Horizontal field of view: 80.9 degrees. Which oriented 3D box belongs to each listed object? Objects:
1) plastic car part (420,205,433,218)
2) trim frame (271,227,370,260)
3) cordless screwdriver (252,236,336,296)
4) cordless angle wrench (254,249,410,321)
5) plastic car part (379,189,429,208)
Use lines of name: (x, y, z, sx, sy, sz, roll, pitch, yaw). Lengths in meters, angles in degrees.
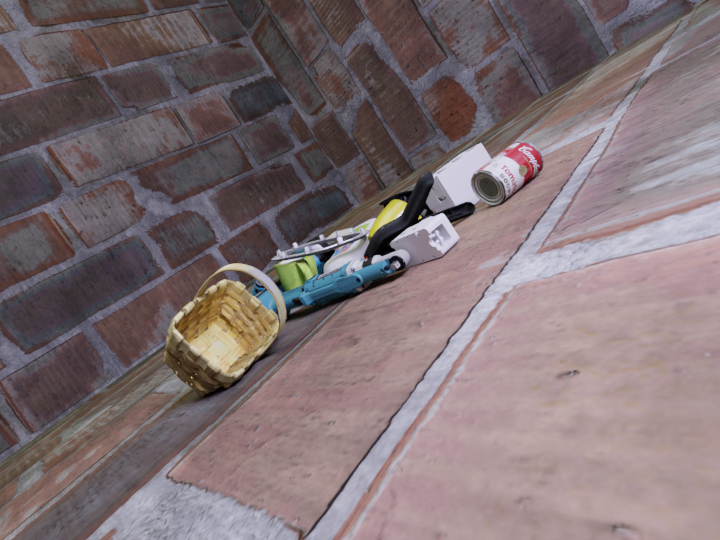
plastic car part: (0.097, -0.099, 0.934, 0.120, 0.064, 0.071, -20, 30, 46)
trim frame: (-0.093, -0.061, 0.952, 0.259, 0.027, 0.178, -10, 12, 42)
cordless screwdriver: (-0.170, 0.003, 1.060, 0.245, 0.077, 0.156, -40, -20, -30)
cordless angle wrench: (-0.078, 0.037, 0.794, 0.436, 0.073, 0.096, -21, 15, 42)
plastic car part: (0.134, -0.166, 1.024, 0.068, 0.068, 0.196, -34, -5, 40)
